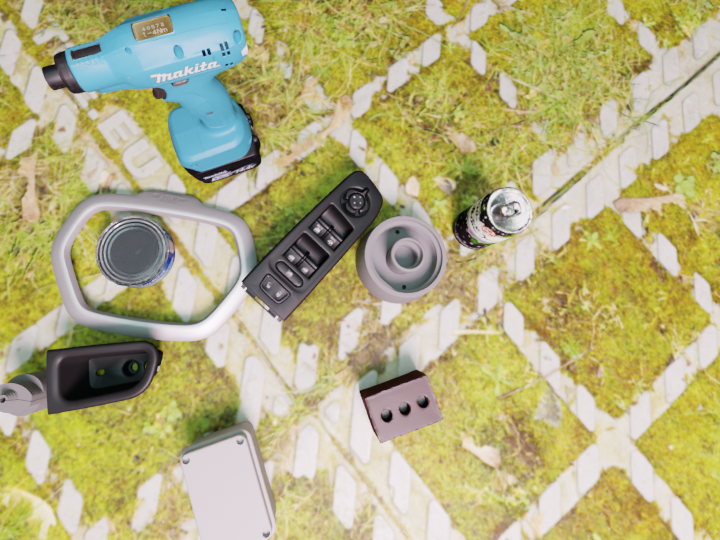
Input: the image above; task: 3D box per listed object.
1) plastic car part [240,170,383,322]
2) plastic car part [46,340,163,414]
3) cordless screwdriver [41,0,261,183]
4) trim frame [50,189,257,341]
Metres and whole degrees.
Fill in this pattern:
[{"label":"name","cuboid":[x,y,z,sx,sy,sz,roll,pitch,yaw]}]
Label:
[{"label":"plastic car part","cuboid":[-0.050,-0.033,0.512,0.067,0.067,0.202,41,80,2]},{"label":"plastic car part","cuboid":[-0.273,0.112,0.472,0.116,0.071,0.067,-8,82,-6]},{"label":"cordless screwdriver","cuboid":[-0.187,-0.164,0.439,0.158,0.248,0.075,-19,85,-9]},{"label":"trim frame","cuboid":[-0.250,-0.011,0.518,0.248,0.027,0.186,7,79,-1]}]
